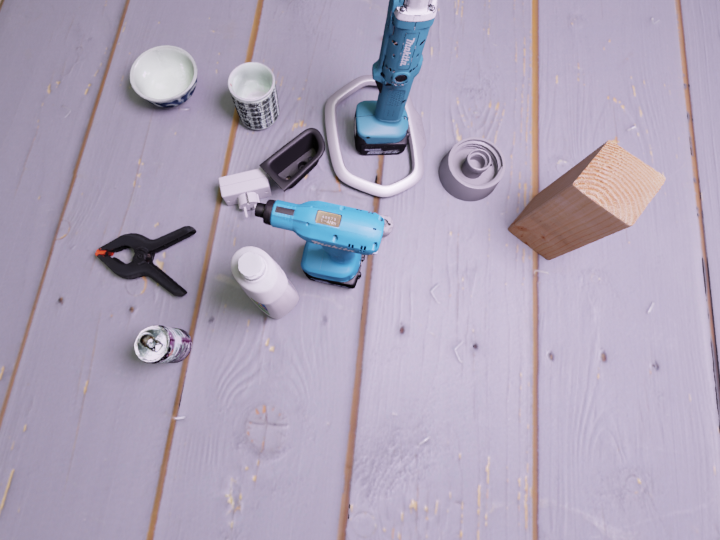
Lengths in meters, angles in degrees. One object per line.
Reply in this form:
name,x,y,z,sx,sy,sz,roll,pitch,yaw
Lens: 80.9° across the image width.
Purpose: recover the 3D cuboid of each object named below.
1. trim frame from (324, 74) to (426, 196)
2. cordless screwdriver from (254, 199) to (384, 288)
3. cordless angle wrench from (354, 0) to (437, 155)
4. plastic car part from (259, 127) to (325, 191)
trim frame,0.030,-0.252,0.783,0.184,0.027,0.253,-9,75,-2
cordless screwdriver,-0.060,-0.039,0.615,0.160,0.246,0.075,13,78,0
cordless angle wrench,0.052,-0.290,0.591,0.098,0.418,0.075,-1,78,-5
plastic car part,-0.109,-0.188,0.746,0.116,0.070,0.067,-42,82,-10
